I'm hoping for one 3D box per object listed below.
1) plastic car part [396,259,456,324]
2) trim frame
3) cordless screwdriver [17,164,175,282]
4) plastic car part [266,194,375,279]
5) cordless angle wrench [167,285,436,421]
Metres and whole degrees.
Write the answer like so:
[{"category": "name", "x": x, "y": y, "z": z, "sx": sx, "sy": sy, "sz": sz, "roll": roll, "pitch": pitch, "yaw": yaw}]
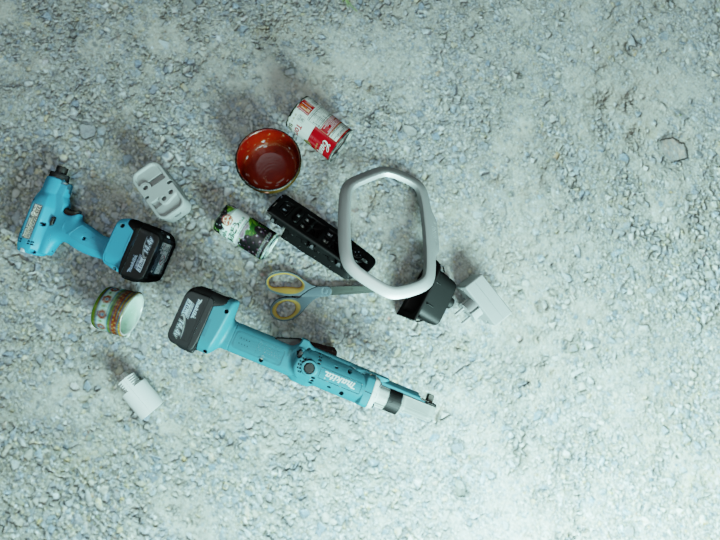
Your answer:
[{"category": "plastic car part", "x": 0.128, "y": 0.047, "z": 0.734, "sx": 0.069, "sy": 0.068, "sz": 0.116, "roll": 36, "pitch": 80, "yaw": -16}, {"category": "trim frame", "x": 0.050, "y": -0.071, "z": 0.722, "sx": 0.181, "sy": 0.027, "sz": 0.254, "roll": 3, "pitch": 66, "yaw": -10}, {"category": "cordless screwdriver", "x": -0.445, "y": -0.077, "z": 0.722, "sx": 0.251, "sy": 0.073, "sz": 0.160, "roll": 16, "pitch": 84, "yaw": 4}, {"category": "plastic car part", "x": -0.071, "y": -0.047, "z": 0.730, "sx": 0.204, "sy": 0.066, "sz": 0.067, "roll": 31, "pitch": 123, "yaw": 3}, {"category": "cordless angle wrench", "x": -0.082, "y": 0.145, "z": 0.658, "sx": 0.422, "sy": 0.074, "sz": 0.098, "roll": 23, "pitch": 83, "yaw": -1}]
